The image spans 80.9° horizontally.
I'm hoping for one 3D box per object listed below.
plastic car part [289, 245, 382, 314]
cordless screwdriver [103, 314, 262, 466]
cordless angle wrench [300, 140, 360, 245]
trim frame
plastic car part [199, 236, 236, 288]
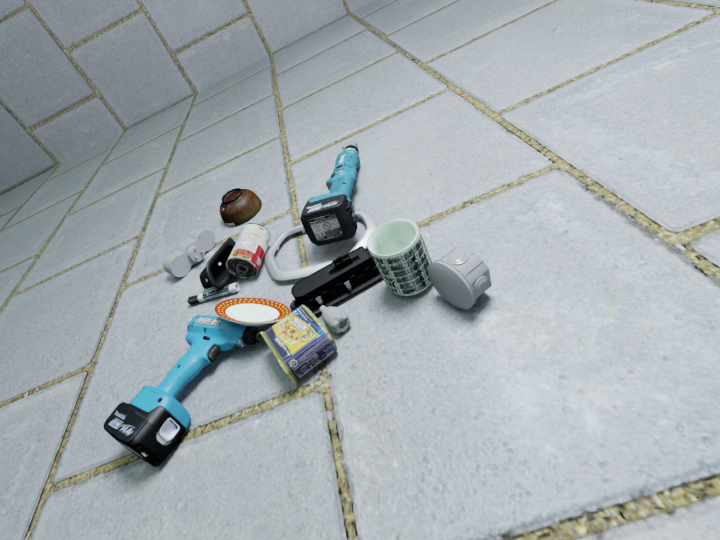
[{"bbox_3d":[-0.036,0.014,0.721,0.203,0.063,0.070,-32,45,0],"label":"plastic car part"},{"bbox_3d":[-0.271,0.176,0.678,0.166,0.071,0.249,-1,43,31],"label":"cordless screwdriver"},{"bbox_3d":[-0.040,-0.205,0.939,0.100,0.071,0.431,-14,33,17],"label":"cordless angle wrench"},{"bbox_3d":[-0.083,-0.054,0.849,0.255,0.026,0.189,-15,42,20],"label":"trim frame"},{"bbox_3d":[-0.303,-0.005,0.899,0.073,0.064,0.116,-24,24,40],"label":"plastic car part"}]
